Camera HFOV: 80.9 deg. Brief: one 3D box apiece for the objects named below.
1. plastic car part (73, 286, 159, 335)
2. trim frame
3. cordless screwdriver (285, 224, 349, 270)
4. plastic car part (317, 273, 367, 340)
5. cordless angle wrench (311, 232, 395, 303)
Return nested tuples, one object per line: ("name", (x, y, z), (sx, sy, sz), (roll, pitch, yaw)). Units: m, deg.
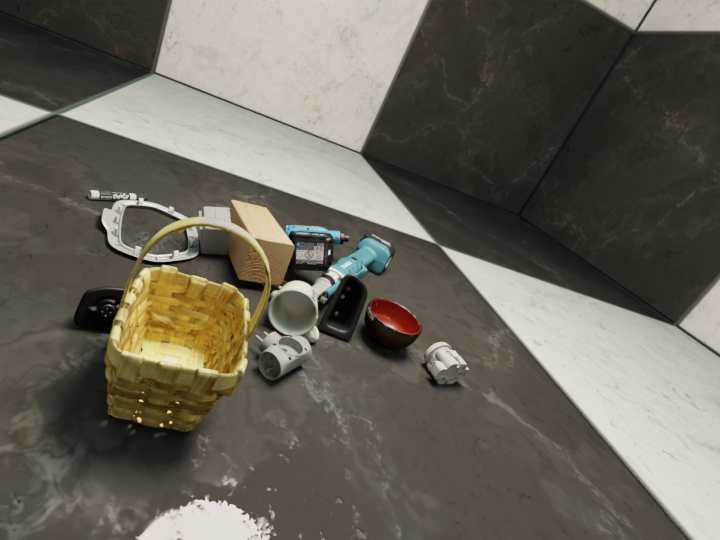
("plastic car part", (-0.296, 0.054, 0.612), (0.193, 0.066, 0.071), (9, 18, -33))
("trim frame", (-0.417, -0.086, 0.848), (0.176, 0.027, 0.261), (10, 28, -29))
("cordless screwdriver", (-0.093, -0.061, 0.956), (0.158, 0.073, 0.254), (2, 12, -7))
("plastic car part", (-0.032, 0.062, 0.807), (0.065, 0.116, 0.072), (24, -2, -11))
("cordless angle wrench", (-0.023, -0.004, 0.985), (0.101, 0.074, 0.414), (29, 23, 11))
